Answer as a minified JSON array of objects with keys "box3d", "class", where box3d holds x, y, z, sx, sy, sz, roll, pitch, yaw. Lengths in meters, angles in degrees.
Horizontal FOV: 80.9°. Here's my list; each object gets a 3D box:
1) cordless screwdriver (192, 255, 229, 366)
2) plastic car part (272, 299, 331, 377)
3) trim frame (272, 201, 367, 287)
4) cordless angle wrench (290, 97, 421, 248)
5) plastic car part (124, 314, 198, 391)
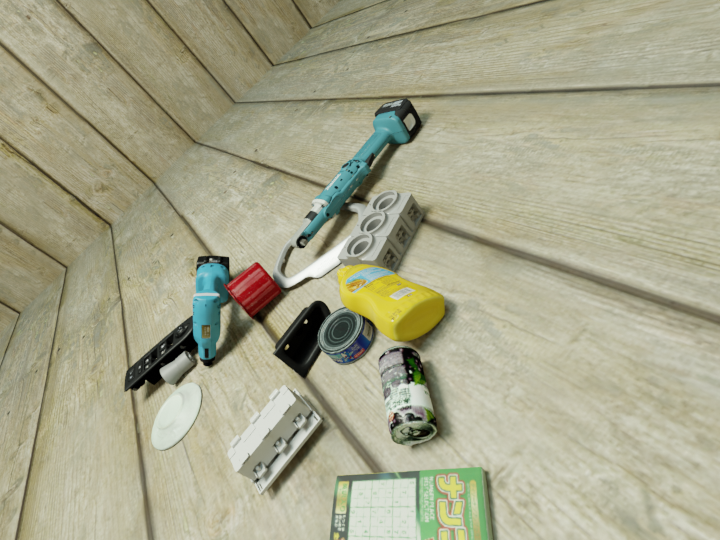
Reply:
[{"box3d":[-0.323,0.074,0.912,0.259,0.073,0.156,-121,35,-62],"class":"cordless screwdriver"},{"box3d":[-0.099,0.107,0.705,0.073,0.064,0.116,-12,39,57],"class":"plastic car part"},{"box3d":[-0.086,-0.057,0.884,0.250,0.026,0.192,-35,35,8],"class":"trim frame"},{"box3d":[-0.016,-0.208,0.914,0.103,0.071,0.422,11,58,49],"class":"cordless angle wrench"},{"box3d":[-0.418,0.185,0.913,0.203,0.064,0.069,-45,27,2],"class":"plastic car part"}]
